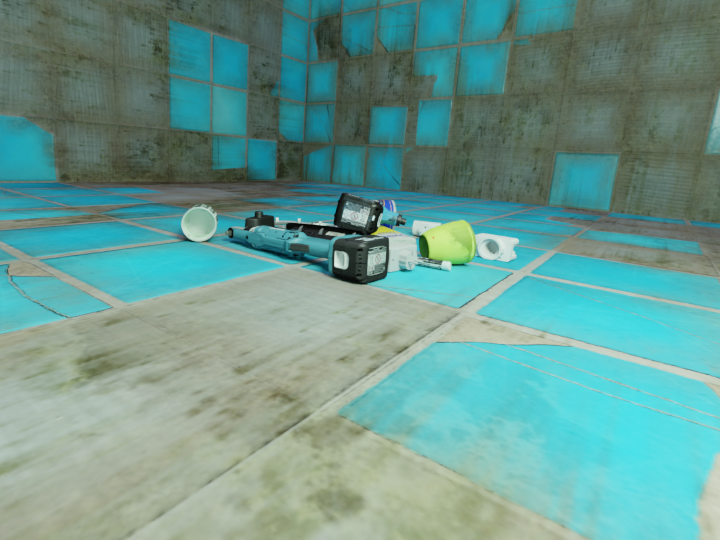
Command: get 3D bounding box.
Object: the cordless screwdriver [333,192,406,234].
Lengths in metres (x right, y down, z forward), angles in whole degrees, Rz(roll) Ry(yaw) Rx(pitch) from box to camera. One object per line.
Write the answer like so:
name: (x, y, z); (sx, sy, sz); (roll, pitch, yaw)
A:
cordless screwdriver: (0.028, -0.131, 1.003); (0.162, 0.074, 0.246); (17, 11, 6)

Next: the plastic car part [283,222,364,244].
plastic car part: (-0.090, -0.059, 0.923); (0.213, 0.064, 0.066); (14, 42, 32)

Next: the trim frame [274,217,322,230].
trim frame: (-0.185, -0.128, 1.221); (0.260, 0.027, 0.179); (12, 18, 26)

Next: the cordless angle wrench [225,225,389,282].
cordless angle wrench: (-0.138, -0.055, 0.872); (0.446, 0.073, 0.094); (13, 16, 39)

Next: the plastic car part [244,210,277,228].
plastic car part: (-0.252, -0.114, 1.064); (0.068, 0.070, 0.114); (7, 11, 18)
